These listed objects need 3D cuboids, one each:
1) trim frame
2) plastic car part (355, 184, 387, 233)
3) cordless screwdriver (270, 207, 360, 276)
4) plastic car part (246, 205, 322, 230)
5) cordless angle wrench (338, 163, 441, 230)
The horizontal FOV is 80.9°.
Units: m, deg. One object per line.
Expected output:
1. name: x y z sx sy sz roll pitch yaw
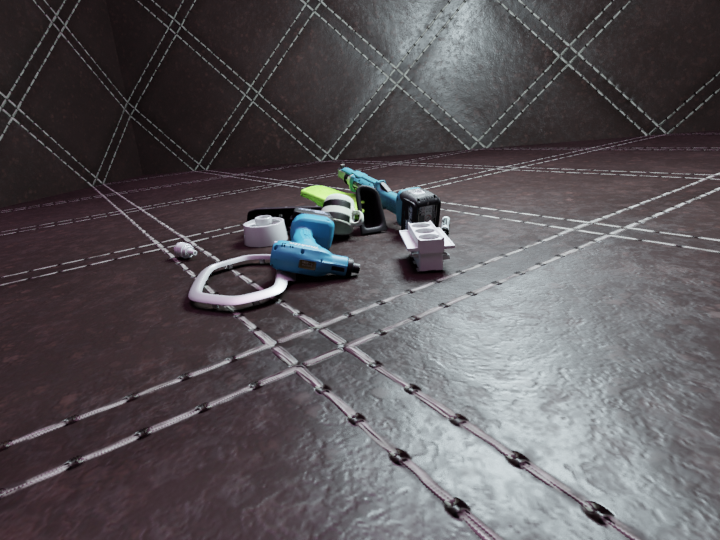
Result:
1. trim frame: -0.210 0.014 0.766 0.183 0.027 0.255 -9 18 -6
2. plastic car part: 0.016 -0.146 1.040 0.065 0.117 0.071 -9 -6 -14
3. cordless screwdriver: -0.083 -0.054 0.846 0.159 0.073 0.253 9 21 -4
4. plastic car part: -0.196 -0.142 1.100 0.204 0.064 0.069 -3 34 3
5. cordless angle wrench: 0.043 -0.205 1.100 0.072 0.095 0.446 -13 30 -24
